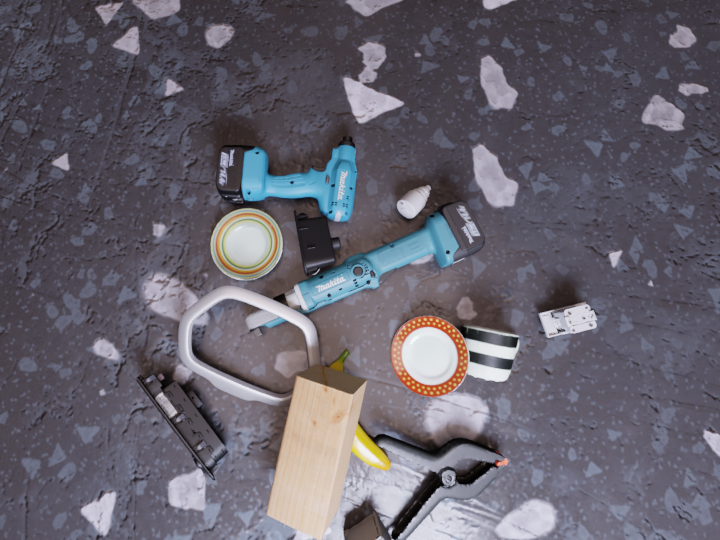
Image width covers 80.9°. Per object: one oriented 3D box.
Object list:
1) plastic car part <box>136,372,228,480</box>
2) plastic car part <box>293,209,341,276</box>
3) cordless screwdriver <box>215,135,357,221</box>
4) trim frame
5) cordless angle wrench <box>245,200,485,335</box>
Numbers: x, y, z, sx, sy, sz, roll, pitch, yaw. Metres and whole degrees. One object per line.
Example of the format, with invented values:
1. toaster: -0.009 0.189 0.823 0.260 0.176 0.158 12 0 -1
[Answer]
1. plastic car part: -0.285 0.246 0.694 0.065 0.066 0.207 -32 77 -32
2. plastic car part: -0.070 -0.046 0.720 0.071 0.063 0.121 -16 59 -2
3. cordless screwdriver: -0.130 -0.184 0.771 0.248 0.074 0.161 8 78 -1
4. trim frame: -0.183 0.129 0.702 0.248 0.028 0.183 22 96 -2
5. cordless angle wrench: -0.002 0.005 0.729 0.422 0.073 0.100 -24 81 -1
